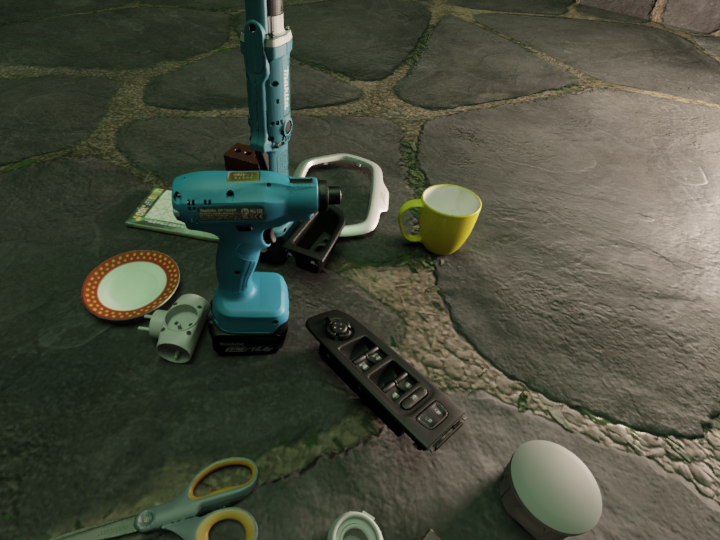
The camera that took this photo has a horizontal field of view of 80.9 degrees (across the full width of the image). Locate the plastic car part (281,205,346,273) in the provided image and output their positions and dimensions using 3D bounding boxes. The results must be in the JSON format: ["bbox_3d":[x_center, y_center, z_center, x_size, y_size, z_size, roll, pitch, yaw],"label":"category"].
[{"bbox_3d":[-0.063,-0.041,0.641,0.068,0.069,0.116,19,46,13],"label":"plastic car part"}]

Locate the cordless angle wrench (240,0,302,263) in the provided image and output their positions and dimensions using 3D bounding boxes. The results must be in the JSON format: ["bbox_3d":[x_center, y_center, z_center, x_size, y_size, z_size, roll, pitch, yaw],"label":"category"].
[{"bbox_3d":[-0.117,-0.188,0.544,0.076,0.411,0.098,20,46,12],"label":"cordless angle wrench"}]

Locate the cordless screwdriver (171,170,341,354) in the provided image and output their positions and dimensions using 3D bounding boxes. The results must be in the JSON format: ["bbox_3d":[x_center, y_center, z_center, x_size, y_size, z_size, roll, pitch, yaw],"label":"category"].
[{"bbox_3d":[-0.109,-0.004,0.478,0.158,0.242,0.077,-1,45,-8],"label":"cordless screwdriver"}]

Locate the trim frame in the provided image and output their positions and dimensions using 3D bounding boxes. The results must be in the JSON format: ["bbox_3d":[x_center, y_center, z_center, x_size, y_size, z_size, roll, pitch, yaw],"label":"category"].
[{"bbox_3d":[-0.039,-0.145,0.778,0.185,0.027,0.254,5,45,2],"label":"trim frame"}]

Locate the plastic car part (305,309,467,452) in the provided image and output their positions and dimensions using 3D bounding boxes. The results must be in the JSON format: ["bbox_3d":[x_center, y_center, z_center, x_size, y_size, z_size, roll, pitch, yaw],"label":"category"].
[{"bbox_3d":[0.016,0.120,0.485,0.065,0.065,0.214,-29,53,-30],"label":"plastic car part"}]
